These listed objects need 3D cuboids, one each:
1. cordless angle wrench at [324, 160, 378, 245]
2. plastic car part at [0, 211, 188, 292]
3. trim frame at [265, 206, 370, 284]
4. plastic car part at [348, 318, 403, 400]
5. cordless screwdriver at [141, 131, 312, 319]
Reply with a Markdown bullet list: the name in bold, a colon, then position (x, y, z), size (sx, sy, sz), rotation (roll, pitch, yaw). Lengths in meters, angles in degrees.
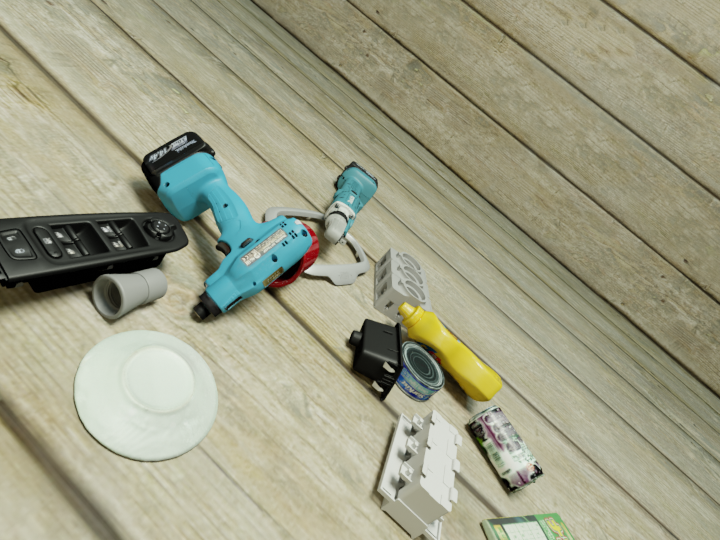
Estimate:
- **cordless angle wrench**: position (-0.028, -0.145, 0.902), size (0.097, 0.075, 0.427), rotation (36, 23, -10)
- **plastic car part**: position (-0.262, -0.018, 0.424), size (0.068, 0.067, 0.197), rotation (40, 29, 15)
- **trim frame**: position (-0.075, -0.049, 0.770), size (0.192, 0.028, 0.237), rotation (50, 26, 23)
- **plastic car part**: position (0.018, 0.112, 0.604), size (0.070, 0.065, 0.119), rotation (21, 26, -8)
- **cordless screwdriver**: position (-0.198, -0.063, 0.543), size (0.260, 0.158, 0.072), rotation (42, -18, 24)
